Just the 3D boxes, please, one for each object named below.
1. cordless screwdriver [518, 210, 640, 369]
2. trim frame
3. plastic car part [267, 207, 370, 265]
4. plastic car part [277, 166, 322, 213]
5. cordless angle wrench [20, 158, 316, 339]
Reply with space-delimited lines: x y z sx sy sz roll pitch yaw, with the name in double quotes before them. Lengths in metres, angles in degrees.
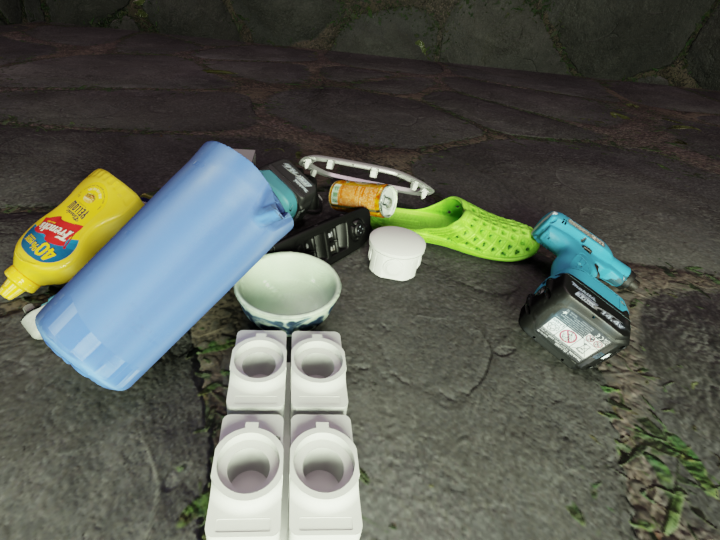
"cordless screwdriver" 0.296 0.025 0.547 0.161 0.074 0.246 35 39 4
"trim frame" 0.005 -0.162 0.746 0.257 0.027 0.179 13 2 16
"plastic car part" -0.061 -0.040 0.623 0.197 0.065 0.070 -28 21 -37
"plastic car part" -0.121 -0.151 0.760 0.120 0.069 0.066 13 38 15
"cordless angle wrench" -0.229 -0.038 0.578 0.100 0.074 0.415 42 49 8
